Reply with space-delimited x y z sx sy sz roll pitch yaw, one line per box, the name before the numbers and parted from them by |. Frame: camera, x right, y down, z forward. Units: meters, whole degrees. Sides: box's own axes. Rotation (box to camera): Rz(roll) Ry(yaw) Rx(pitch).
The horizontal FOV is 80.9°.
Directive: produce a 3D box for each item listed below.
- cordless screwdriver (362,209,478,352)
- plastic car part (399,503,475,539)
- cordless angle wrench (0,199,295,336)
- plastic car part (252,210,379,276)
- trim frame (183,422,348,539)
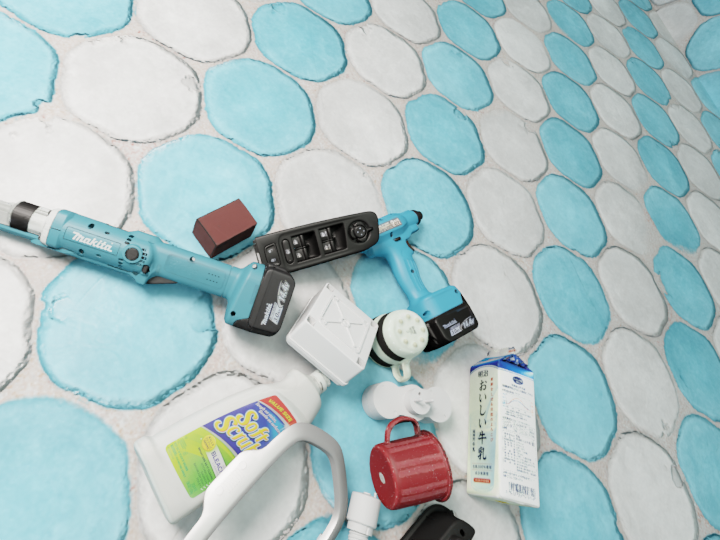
cordless screwdriver | 0.109 0.005 0.749 0.155 0.075 0.255 -24 74 -32
plastic car part | 0.108 0.372 0.570 0.114 0.072 0.066 -33 87 -31
cordless angle wrench | -0.299 -0.020 0.568 0.415 0.076 0.098 20 87 -10
plastic car part | -0.066 -0.043 0.678 0.201 0.067 0.066 -16 89 -8
trim frame | -0.107 0.300 0.497 0.245 0.029 0.179 -42 110 -30
